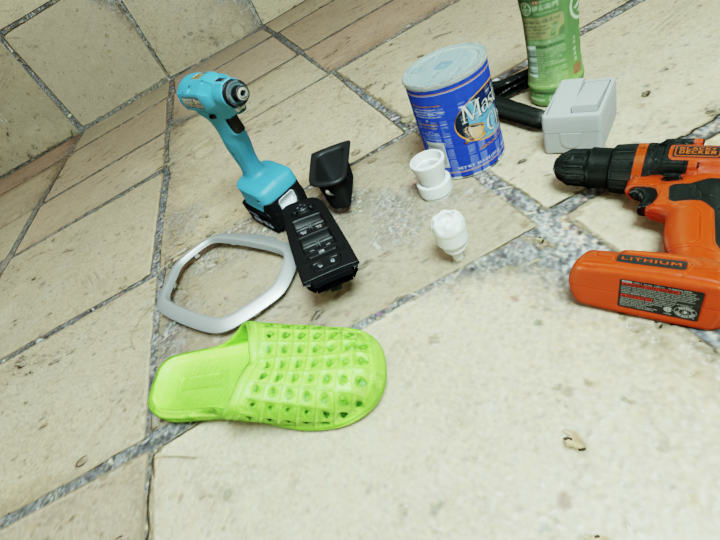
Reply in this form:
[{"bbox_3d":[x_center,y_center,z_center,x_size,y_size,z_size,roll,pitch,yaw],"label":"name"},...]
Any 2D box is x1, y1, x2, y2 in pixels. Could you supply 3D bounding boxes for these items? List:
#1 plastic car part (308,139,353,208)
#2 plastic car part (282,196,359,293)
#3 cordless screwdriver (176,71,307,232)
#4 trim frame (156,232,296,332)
[{"bbox_3d":[-0.036,-0.133,0.631,0.067,0.067,0.120,-17,41,15],"label":"plastic car part"},{"bbox_3d":[-0.053,-0.035,0.543,0.066,0.064,0.213,-29,40,0],"label":"plastic car part"},{"bbox_3d":[-0.153,-0.165,0.604,0.074,0.236,0.168,-44,41,-19],"label":"cordless screwdriver"},{"bbox_3d":[-0.197,0.007,0.618,0.261,0.026,0.184,8,53,37],"label":"trim frame"}]
